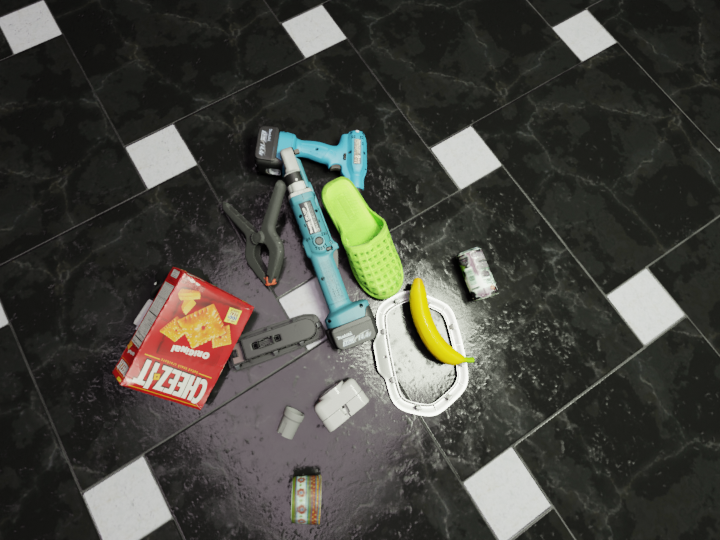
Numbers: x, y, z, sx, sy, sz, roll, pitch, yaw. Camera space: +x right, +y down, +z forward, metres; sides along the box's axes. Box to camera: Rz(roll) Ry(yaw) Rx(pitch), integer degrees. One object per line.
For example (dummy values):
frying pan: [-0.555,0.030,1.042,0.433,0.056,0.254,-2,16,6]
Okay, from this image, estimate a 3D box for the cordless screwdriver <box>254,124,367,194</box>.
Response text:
cordless screwdriver: [-0.109,-0.237,0.938,0.246,0.074,0.161,2,77,-6]

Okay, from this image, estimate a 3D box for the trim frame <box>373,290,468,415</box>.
trim frame: [0.120,0.163,0.856,0.183,0.027,0.253,-8,76,-3]

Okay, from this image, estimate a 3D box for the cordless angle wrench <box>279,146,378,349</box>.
cordless angle wrench: [-0.084,-0.055,0.857,0.097,0.074,0.427,-20,83,-9]

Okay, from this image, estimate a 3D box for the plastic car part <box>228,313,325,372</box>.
plastic car part: [-0.169,0.135,0.837,0.200,0.066,0.068,-18,71,-10]

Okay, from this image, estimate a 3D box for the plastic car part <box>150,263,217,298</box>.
plastic car part: [-0.356,0.020,0.844,0.111,0.066,0.074,13,39,-36]
